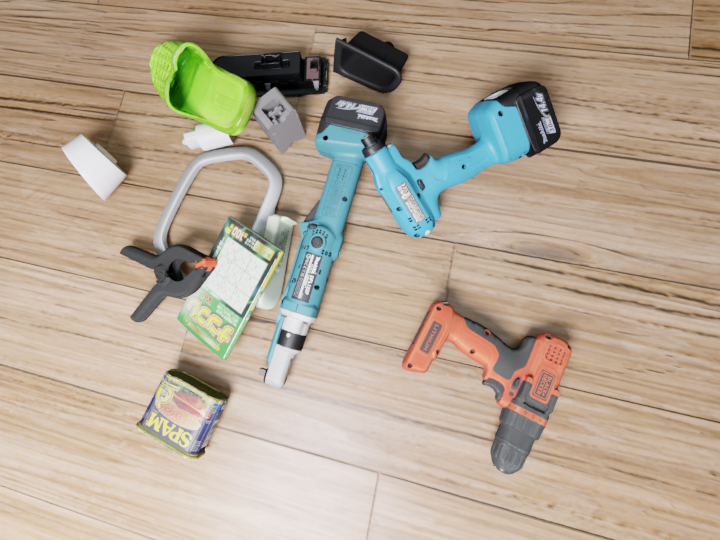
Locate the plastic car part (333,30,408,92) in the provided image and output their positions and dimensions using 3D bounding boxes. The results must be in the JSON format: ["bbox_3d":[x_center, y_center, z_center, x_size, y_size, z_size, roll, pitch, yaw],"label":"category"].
[{"bbox_3d":[0.023,-0.336,0.669,0.119,0.065,0.071,27,70,8],"label":"plastic car part"}]

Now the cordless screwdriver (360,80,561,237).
[{"bbox_3d":[0.130,-0.174,0.581,0.249,0.076,0.154,-34,108,2],"label":"cordless screwdriver"}]

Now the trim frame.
[{"bbox_3d":[-0.224,-0.084,0.668,0.189,0.027,0.249,22,81,13],"label":"trim frame"}]

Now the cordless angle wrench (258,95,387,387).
[{"bbox_3d":[-0.060,-0.039,0.615,0.100,0.073,0.424,16,84,9],"label":"cordless angle wrench"}]

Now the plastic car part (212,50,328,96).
[{"bbox_3d":[-0.157,-0.322,0.690,0.207,0.066,0.066,0,88,11],"label":"plastic car part"}]
